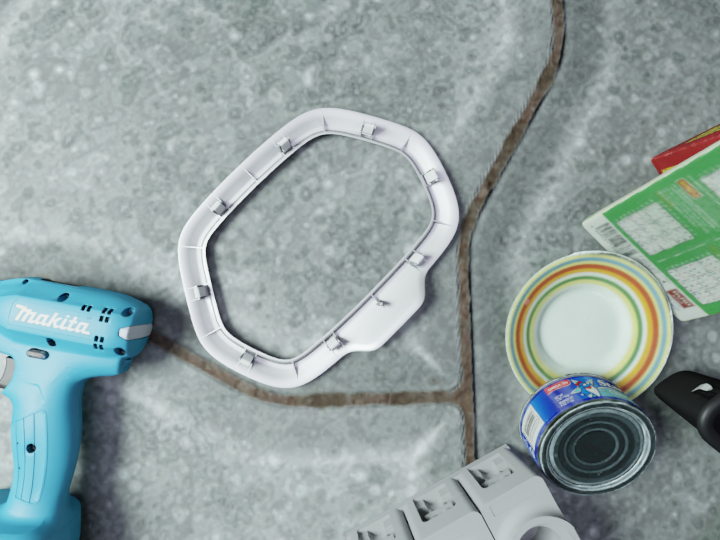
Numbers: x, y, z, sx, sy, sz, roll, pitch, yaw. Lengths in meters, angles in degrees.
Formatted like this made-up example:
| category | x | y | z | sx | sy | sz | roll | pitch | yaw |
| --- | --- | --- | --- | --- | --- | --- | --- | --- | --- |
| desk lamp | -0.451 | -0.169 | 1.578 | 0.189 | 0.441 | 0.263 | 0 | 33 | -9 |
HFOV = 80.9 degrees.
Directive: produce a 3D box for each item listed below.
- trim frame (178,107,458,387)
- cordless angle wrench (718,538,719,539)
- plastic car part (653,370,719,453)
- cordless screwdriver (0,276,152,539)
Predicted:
| category | x | y | z | sx | sy | sz | roll | pitch | yaw |
| --- | --- | --- | --- | --- | --- | --- | --- | --- | --- |
| trim frame | -0.034 | -0.022 | 0.343 | 0.248 | 0.027 | 0.184 | -44 | 89 | -5 |
| cordless angle wrench | 0.413 | 0.077 | 0.321 | 0.074 | 0.098 | 0.423 | 40 | 91 | -3 |
| plastic car part | 0.278 | 0.111 | 0.316 | 0.116 | 0.071 | 0.066 | 34 | 91 | -5 |
| cordless screwdriver | -0.260 | 0.128 | 0.307 | 0.159 | 0.074 | 0.250 | 10 | 83 | -1 |
